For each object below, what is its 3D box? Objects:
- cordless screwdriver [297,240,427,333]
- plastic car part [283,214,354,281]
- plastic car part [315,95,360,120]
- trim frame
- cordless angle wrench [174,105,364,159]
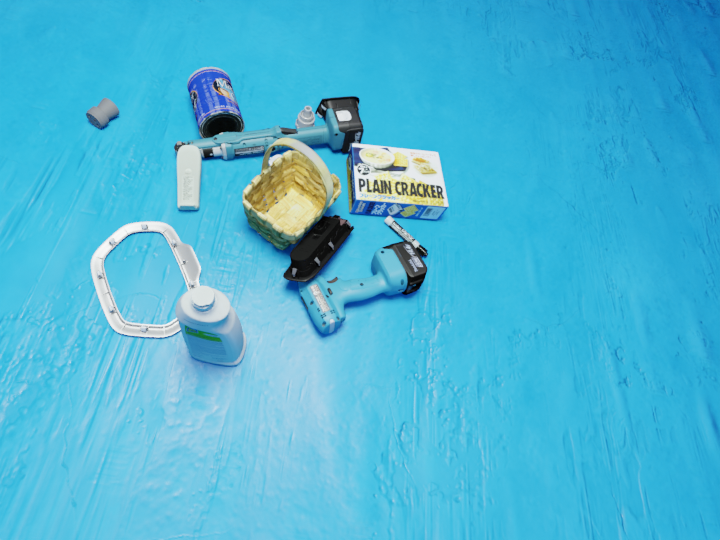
[{"bbox_3d":[-0.005,0.009,0.846,0.244,0.072,0.166,-22,60,-17],"label":"cordless screwdriver"},{"bbox_3d":[-0.082,-0.054,0.837,0.069,0.065,0.202,19,49,17],"label":"plastic car part"},{"bbox_3d":[-0.045,-0.392,1.062,0.113,0.067,0.072,-11,82,-21],"label":"plastic car part"},{"bbox_3d":[-0.399,0.010,0.797,0.180,0.027,0.257,-22,67,-22],"label":"trim frame"},{"bbox_3d":[-0.206,-0.300,0.968,0.416,0.096,0.077,-11,67,-12],"label":"cordless angle wrench"}]
